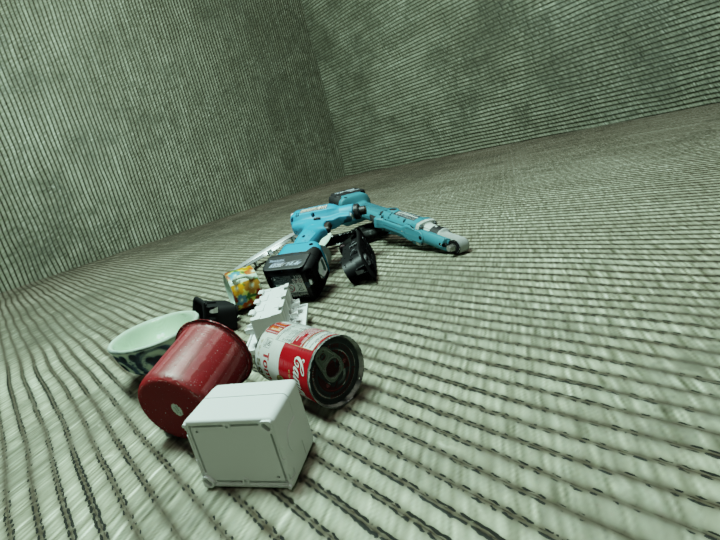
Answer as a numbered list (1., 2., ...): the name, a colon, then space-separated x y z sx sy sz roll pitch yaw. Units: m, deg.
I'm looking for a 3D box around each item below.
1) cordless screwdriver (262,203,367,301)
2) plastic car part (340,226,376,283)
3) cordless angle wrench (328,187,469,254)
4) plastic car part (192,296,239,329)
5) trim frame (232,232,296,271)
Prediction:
1. cordless screwdriver: -0.077 -0.051 0.790 0.163 0.071 0.253 -10 34 17
2. plastic car part: -0.007 -0.026 0.793 0.067 0.065 0.206 -24 16 3
3. cordless angle wrench: 0.069 -0.106 0.910 0.095 0.072 0.446 -19 26 -26
4. plastic car part: -0.236 0.072 0.700 0.068 0.065 0.121 -5 6 -26
5. trim frame: -0.214 -0.041 0.998 0.186 0.027 0.248 -30 9 12
